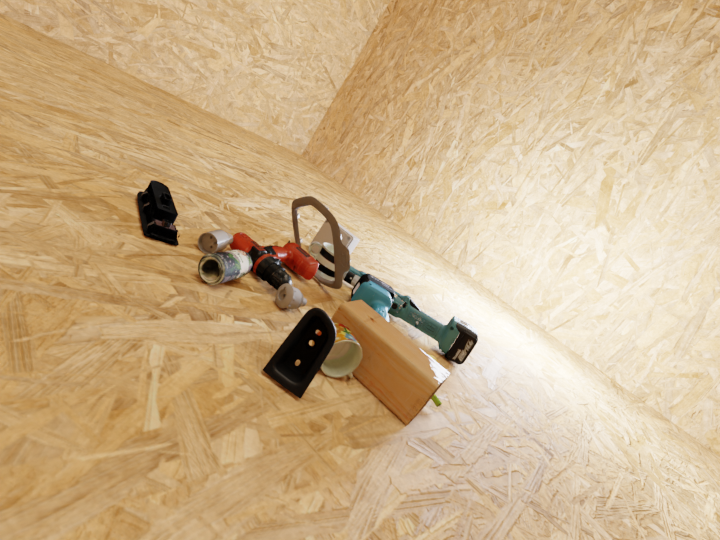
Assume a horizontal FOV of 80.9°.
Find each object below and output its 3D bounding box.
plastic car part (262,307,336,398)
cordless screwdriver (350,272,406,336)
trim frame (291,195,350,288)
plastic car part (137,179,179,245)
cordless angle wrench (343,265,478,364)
[{"bbox_3d":[-0.079,0.114,0.618,0.067,0.116,0.070,34,-9,5],"label":"plastic car part"},{"bbox_3d":[0.017,0.088,0.963,0.155,0.074,0.255,28,19,-14],"label":"cordless screwdriver"},{"bbox_3d":[-0.095,-0.062,0.968,0.027,0.240,0.195,-29,46,-32],"label":"trim frame"},{"bbox_3d":[-0.401,-0.127,0.838,0.063,0.067,0.215,12,21,-38],"label":"plastic car part"},{"bbox_3d":[0.096,0.088,1.113,0.435,0.098,0.072,31,13,14],"label":"cordless angle wrench"}]
